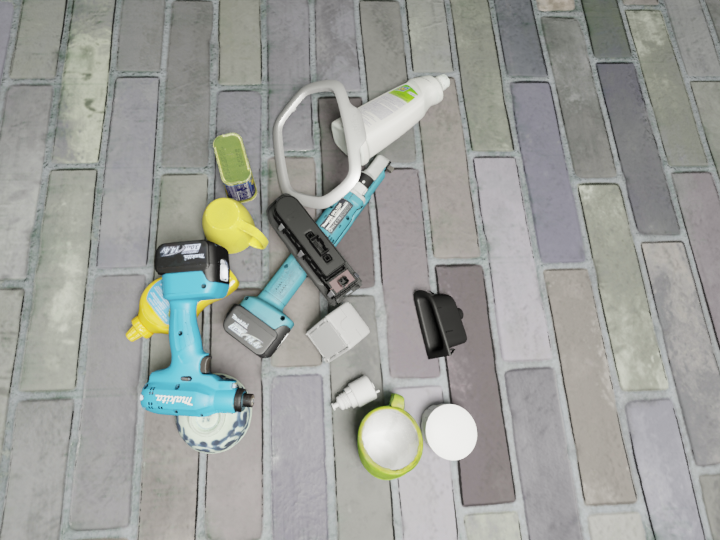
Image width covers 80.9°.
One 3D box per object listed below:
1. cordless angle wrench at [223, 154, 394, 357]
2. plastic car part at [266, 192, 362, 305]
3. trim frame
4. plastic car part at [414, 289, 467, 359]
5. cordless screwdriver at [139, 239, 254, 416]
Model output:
[{"bbox_3d":[-0.072,-0.047,0.735,0.099,0.074,0.422,34,73,4],"label":"cordless angle wrench"},{"bbox_3d":[-0.081,-0.044,0.673,0.066,0.066,0.208,-37,76,-10],"label":"plastic car part"},{"bbox_3d":[-0.078,-0.227,0.760,0.190,0.026,0.254,-19,71,27],"label":"trim frame"},{"bbox_3d":[0.143,0.086,0.719,0.069,0.066,0.119,-3,72,-22],"label":"plastic car part"},{"bbox_3d":[-0.228,0.082,0.618,0.161,0.072,0.251,0,80,8],"label":"cordless screwdriver"}]
